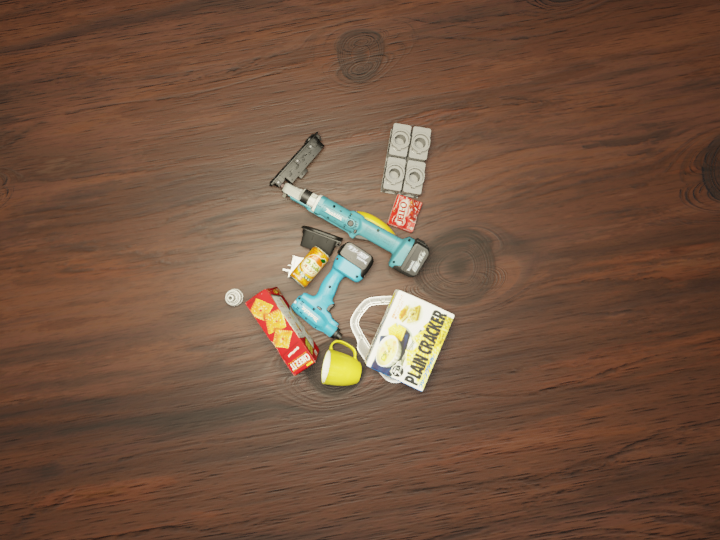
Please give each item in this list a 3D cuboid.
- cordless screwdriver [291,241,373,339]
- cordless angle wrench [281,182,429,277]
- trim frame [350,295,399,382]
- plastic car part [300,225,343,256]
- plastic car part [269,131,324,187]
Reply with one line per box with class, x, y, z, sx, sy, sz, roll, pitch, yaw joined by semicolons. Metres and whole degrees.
cordless screwdriver;-0.054;0.054;1.142;0.160;0.074;0.249;39;90;3
cordless angle wrench;-0.023;-0.126;1.130;0.428;0.074;0.098;30;103;6
trim frame;0.082;0.185;1.150;0.184;0.027;0.250;-33;87;-1
plastic car part;-0.114;-0.074;1.165;0.118;0.066;0.070;17;100;4
plastic car part;-0.170;-0.303;1.182;0.066;0.067;0.203;37;86;-9
